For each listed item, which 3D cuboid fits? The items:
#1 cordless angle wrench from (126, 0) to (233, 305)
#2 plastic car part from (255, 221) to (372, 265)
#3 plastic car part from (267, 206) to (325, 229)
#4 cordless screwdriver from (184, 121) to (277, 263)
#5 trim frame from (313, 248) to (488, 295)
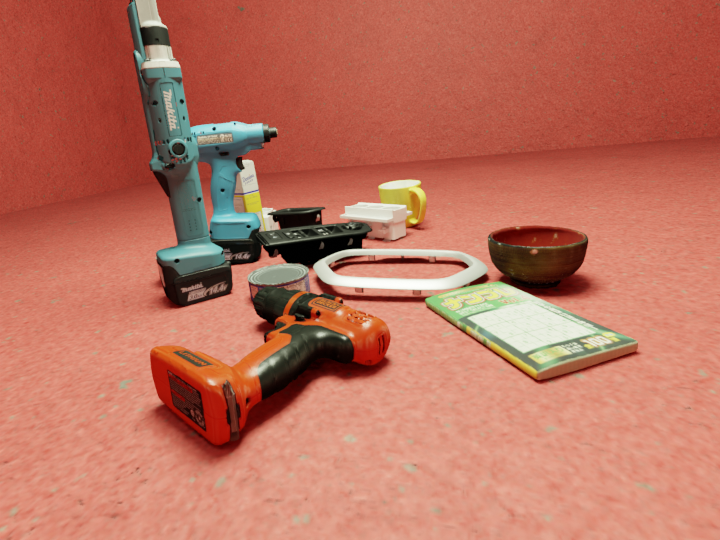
[{"bbox_3d":[-0.257,-0.164,0.581,0.095,0.415,0.078,-14,17,-30],"label":"cordless angle wrench"},{"bbox_3d":[-0.070,-0.046,0.717,0.197,0.066,0.069,-14,19,-23],"label":"plastic car part"},{"bbox_3d":[-0.125,-0.094,0.872,0.122,0.069,0.064,7,21,35],"label":"plastic car part"},{"bbox_3d":[-0.217,-0.140,0.765,0.159,0.244,0.076,-6,15,-2],"label":"cordless screwdriver"},{"bbox_3d":[0.052,-0.004,0.614,0.255,0.027,0.183,-1,19,16],"label":"trim frame"}]
